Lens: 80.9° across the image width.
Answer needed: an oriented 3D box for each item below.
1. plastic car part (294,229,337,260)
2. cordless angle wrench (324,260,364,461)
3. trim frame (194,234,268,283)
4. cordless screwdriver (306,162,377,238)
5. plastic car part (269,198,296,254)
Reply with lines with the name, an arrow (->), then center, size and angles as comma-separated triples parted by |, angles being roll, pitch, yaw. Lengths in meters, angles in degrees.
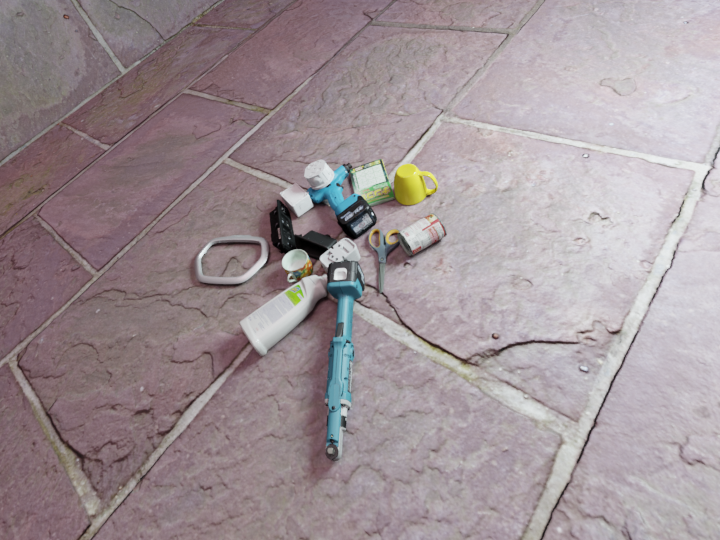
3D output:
plastic car part -> -0.113, -0.074, 1.151 | 0.122, 0.063, 0.070 | 17, 47, 26
cordless angle wrench -> -0.042, 0.178, 0.916 | 0.076, 0.093, 0.434 | -6, 56, 14
trim frame -> -0.380, -0.037, 1.239 | 0.257, 0.026, 0.187 | -1, 55, 22
cordless screwdriver -> -0.039, -0.211, 1.205 | 0.159, 0.070, 0.263 | -40, 48, 0
plastic car part -> -0.230, -0.120, 1.230 | 0.068, 0.062, 0.211 | -34, 46, 26
